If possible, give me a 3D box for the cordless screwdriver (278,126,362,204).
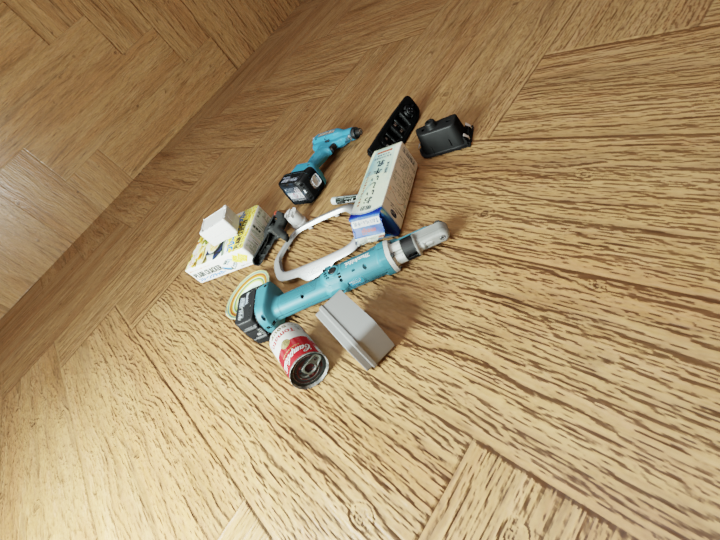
[{"bbox_3d":[-0.099,-0.286,1.108,0.167,0.071,0.250,-3,49,40],"label":"cordless screwdriver"}]

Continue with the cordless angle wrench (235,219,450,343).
[{"bbox_3d":[-0.040,0.015,0.770,0.431,0.070,0.101,-24,41,20],"label":"cordless angle wrench"}]

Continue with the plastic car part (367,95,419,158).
[{"bbox_3d":[0.077,-0.325,1.002,0.203,0.065,0.068,-58,13,-18],"label":"plastic car part"}]

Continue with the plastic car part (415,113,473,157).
[{"bbox_3d":[0.163,-0.282,0.870,0.121,0.067,0.067,-7,48,34],"label":"plastic car part"}]

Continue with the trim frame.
[{"bbox_3d":[-0.090,-0.059,0.917,0.255,0.026,0.189,-21,41,23],"label":"trim frame"}]
